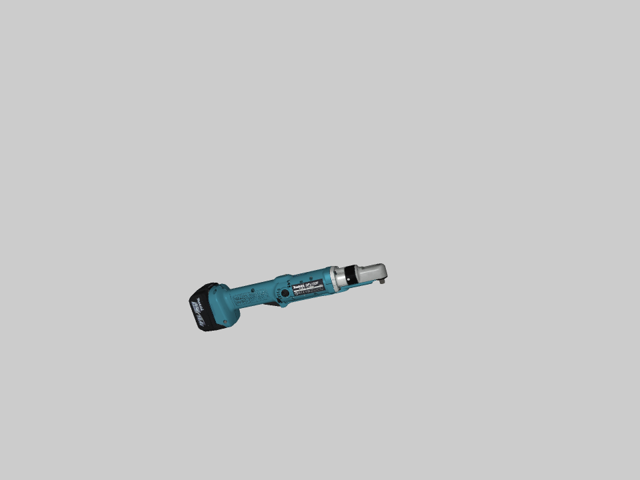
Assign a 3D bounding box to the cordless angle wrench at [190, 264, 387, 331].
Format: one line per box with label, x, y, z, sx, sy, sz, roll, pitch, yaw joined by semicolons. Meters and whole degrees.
cordless angle wrench;-0.069;0.106;0.899;0.423;0.098;0.074;-14;11;14
